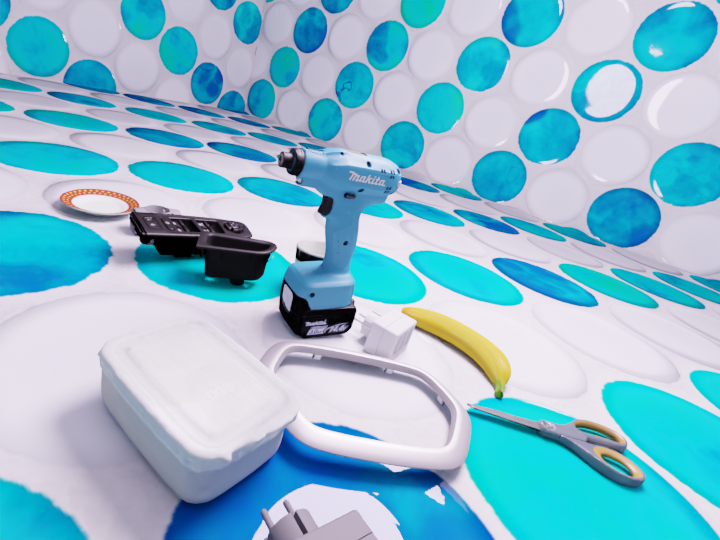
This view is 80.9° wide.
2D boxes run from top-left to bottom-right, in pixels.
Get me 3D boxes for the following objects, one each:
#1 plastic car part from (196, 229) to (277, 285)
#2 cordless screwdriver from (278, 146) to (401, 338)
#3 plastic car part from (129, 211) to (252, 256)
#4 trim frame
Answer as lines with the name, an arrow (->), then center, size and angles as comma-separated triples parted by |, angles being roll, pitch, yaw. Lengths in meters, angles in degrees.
plastic car part -> -0.190, -0.013, 0.640 | 0.114, 0.070, 0.068 | 11, 21, -14
cordless screwdriver -> -0.054, -0.035, 0.547 | 0.152, 0.246, 0.078 | 5, 24, -31
plastic car part -> -0.267, -0.053, 0.689 | 0.194, 0.066, 0.070 | -7, 31, -46
trim frame -> 0.005, 0.138, 0.464 | 0.243, 0.027, 0.190 | 11, 22, -12
